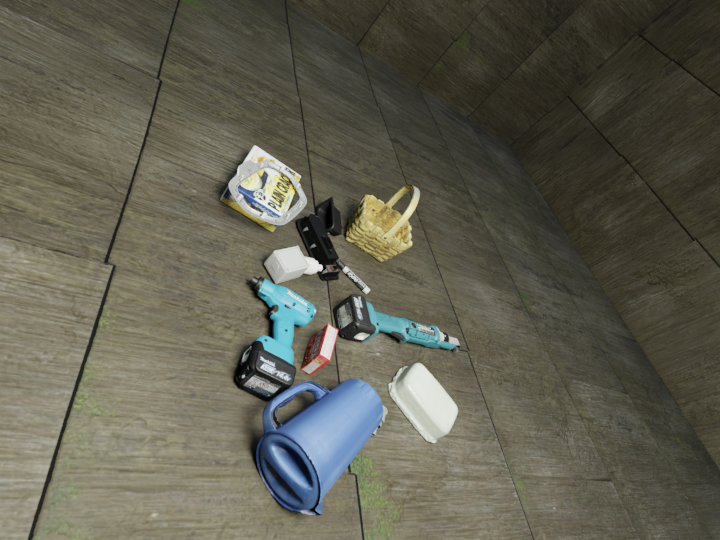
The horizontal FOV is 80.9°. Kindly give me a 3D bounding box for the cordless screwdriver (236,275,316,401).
[{"bbox_3d":[-0.184,0.121,0.852,0.155,0.075,0.253,33,33,-15],"label":"cordless screwdriver"}]

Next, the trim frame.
[{"bbox_3d":[-0.226,-0.202,1.058,0.183,0.028,0.247,40,38,-3],"label":"trim frame"}]

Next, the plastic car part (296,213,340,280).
[{"bbox_3d":[-0.110,-0.072,1.128,0.063,0.067,0.211,-7,56,-40],"label":"plastic car part"}]

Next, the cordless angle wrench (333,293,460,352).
[{"bbox_3d":[0.120,0.158,1.108,0.402,0.075,0.102,19,44,-34],"label":"cordless angle wrench"}]

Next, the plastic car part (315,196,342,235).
[{"bbox_3d":[-0.083,-0.144,1.230,0.067,0.067,0.121,30,39,-43],"label":"plastic car part"}]
